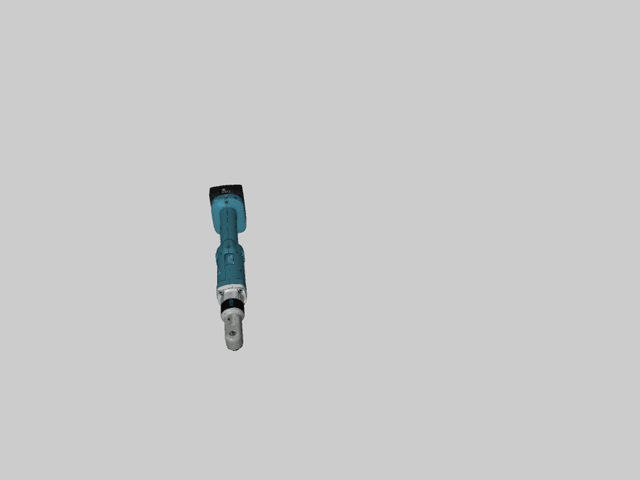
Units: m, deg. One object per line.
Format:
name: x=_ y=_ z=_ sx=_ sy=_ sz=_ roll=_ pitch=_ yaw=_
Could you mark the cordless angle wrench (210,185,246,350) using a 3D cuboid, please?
cordless angle wrench: x=-0.176 y=0.035 z=0.828 sx=0.074 sy=0.098 sz=0.421 roll=-7 pitch=39 yaw=-9
